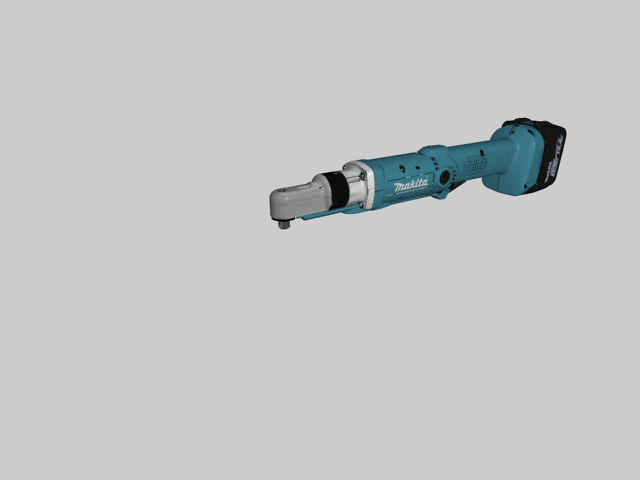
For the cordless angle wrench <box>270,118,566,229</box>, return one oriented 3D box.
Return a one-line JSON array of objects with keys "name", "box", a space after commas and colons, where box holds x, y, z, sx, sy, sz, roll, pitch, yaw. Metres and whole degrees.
[{"name": "cordless angle wrench", "box": [0.133, -0.081, 0.515, 0.422, 0.098, 0.074, -14, 29, -27]}]
